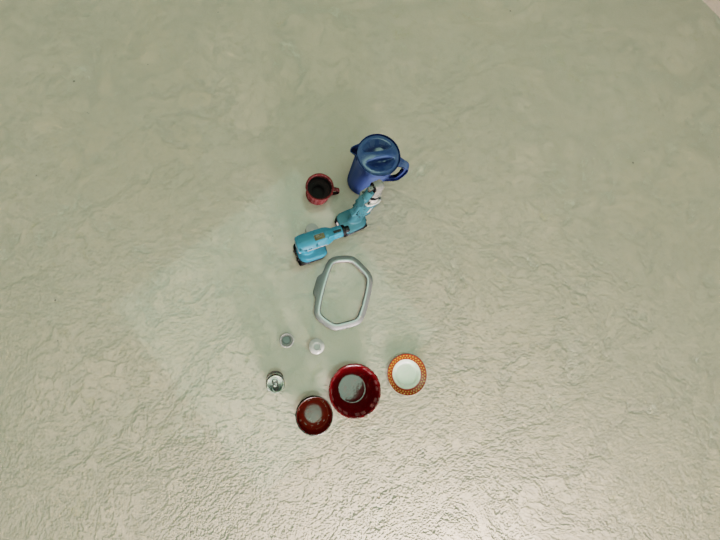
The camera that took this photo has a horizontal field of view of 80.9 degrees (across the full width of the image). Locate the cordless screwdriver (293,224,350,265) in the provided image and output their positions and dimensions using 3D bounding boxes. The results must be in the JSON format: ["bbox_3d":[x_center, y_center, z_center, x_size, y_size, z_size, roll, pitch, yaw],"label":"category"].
[{"bbox_3d":[-0.125,-0.082,1.282,0.157,0.250,0.075,-19,87,-12],"label":"cordless screwdriver"}]

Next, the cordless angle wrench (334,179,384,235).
[{"bbox_3d":[0.005,-0.184,1.226,0.097,0.425,0.075,-25,88,-13],"label":"cordless angle wrench"}]

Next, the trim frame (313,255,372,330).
[{"bbox_3d":[-0.059,0.071,1.373,0.183,0.027,0.250,15,78,-3],"label":"trim frame"}]
